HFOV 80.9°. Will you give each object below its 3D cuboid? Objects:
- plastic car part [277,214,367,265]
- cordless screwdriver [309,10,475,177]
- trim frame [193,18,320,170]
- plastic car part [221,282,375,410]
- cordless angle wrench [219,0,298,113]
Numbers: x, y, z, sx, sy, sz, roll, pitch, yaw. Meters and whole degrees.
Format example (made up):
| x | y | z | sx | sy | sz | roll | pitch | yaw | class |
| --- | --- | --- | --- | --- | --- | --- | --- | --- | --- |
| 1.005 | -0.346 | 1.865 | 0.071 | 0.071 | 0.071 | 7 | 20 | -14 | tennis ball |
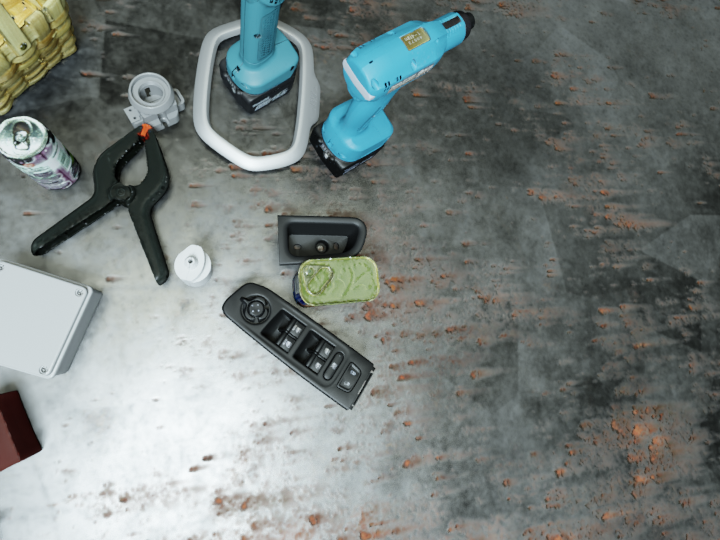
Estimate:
| x | y | z | sx | sy | sz | roll | pitch | yaw | class |
| --- | --- | --- | --- | --- | --- | --- | --- | --- | --- |
| -0.056 | -0.037 | 0.572 | 0.114 | 0.071 | 0.067 | -1 | 81 | -13 | plastic car part |
| 0.028 | -0.216 | 0.533 | 0.157 | 0.252 | 0.074 | -34 | 92 | -18 | cordless screwdriver |
| -0.148 | -0.264 | 0.623 | 0.181 | 0.028 | 0.251 | 4 | 78 | -11 | trim frame |
| -0.083 | 0.089 | 0.542 | 0.202 | 0.067 | 0.066 | 37 | 74 | -3 | plastic car part |
| -0.095 | -0.309 | 0.436 | 0.097 | 0.428 | 0.074 | -37 | 93 | -18 | cordless angle wrench |
